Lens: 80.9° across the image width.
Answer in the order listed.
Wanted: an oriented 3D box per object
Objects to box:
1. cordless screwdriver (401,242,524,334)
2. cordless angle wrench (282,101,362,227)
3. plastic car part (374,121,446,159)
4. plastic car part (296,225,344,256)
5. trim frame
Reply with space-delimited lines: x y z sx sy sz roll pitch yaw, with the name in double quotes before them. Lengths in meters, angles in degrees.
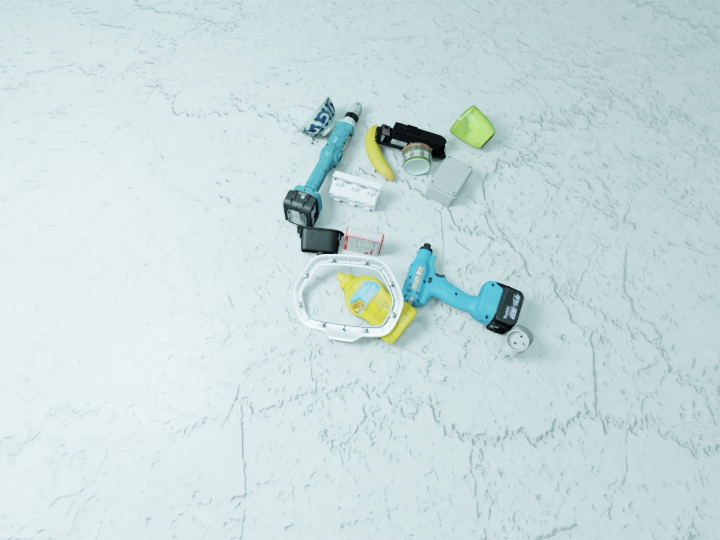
"cordless screwdriver" 0.229 0.036 0.955 0.255 0.072 0.160 17 65 12
"cordless angle wrench" -0.078 -0.300 1.108 0.076 0.095 0.426 19 62 8
"plastic car part" 0.144 -0.355 1.135 0.200 0.066 0.068 17 49 -9
"plastic car part" -0.099 -0.065 1.013 0.116 0.065 0.071 8 80 -1
"trim frame" -0.033 0.058 0.917 0.256 0.027 0.184 5 88 17
